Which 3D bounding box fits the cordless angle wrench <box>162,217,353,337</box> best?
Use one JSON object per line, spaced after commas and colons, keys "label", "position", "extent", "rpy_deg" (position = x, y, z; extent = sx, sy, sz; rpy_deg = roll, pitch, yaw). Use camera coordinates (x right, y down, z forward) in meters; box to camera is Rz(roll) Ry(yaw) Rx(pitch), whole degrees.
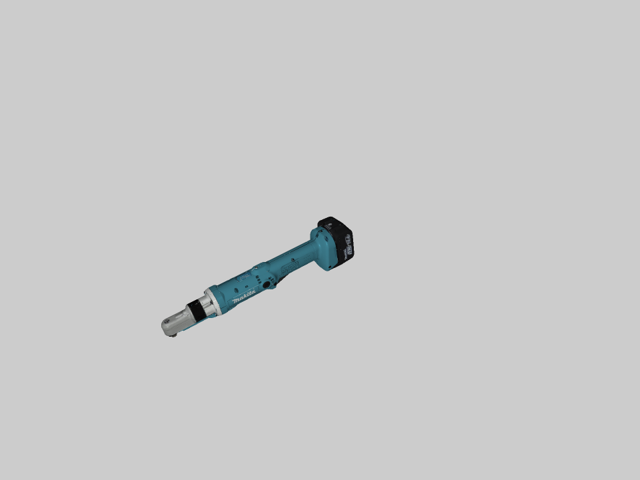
{"label": "cordless angle wrench", "position": [-0.121, 0.079, 0.872], "extent": [0.422, 0.098, 0.074], "rpy_deg": [-27, 41, -22]}
